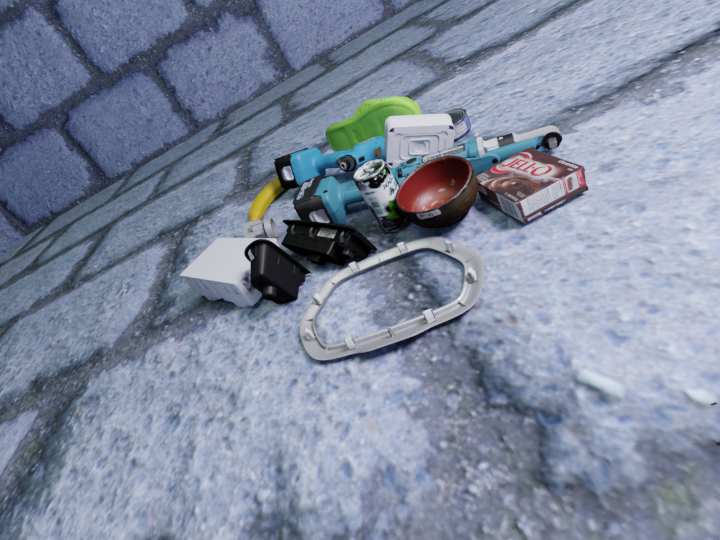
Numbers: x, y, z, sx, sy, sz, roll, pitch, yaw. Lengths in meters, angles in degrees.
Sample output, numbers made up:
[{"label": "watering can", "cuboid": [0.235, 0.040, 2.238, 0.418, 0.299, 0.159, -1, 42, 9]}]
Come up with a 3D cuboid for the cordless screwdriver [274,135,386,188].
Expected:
[{"label": "cordless screwdriver", "cuboid": [-0.077, -0.222, 0.883, 0.260, 0.072, 0.156, -1, 24, 36]}]

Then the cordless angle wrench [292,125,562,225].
[{"label": "cordless angle wrench", "cuboid": [0.090, -0.155, 0.693, 0.437, 0.071, 0.099, -12, 37, 25]}]

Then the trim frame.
[{"label": "trim frame", "cuboid": [0.030, 0.029, 0.533, 0.253, 0.026, 0.190, -21, 35, 14]}]

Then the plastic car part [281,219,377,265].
[{"label": "plastic car part", "cuboid": [-0.067, -0.044, 0.689, 0.214, 0.063, 0.067, 20, 83, 50]}]

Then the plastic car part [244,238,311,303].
[{"label": "plastic car part", "cuboid": [-0.129, 0.012, 0.625, 0.068, 0.110, 0.073, -18, 57, 21]}]
